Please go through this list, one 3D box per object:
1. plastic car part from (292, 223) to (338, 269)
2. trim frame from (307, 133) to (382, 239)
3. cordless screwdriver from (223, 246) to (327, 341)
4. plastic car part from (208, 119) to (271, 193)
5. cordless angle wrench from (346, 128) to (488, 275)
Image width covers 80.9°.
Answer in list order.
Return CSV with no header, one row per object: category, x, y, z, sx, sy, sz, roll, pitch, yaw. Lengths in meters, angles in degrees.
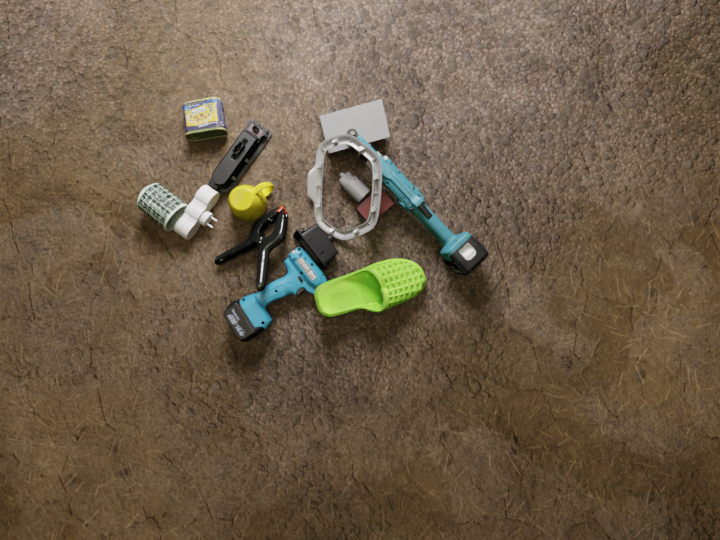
plastic car part,-0.100,-0.065,1.020,0.070,0.066,0.116,-42,92,-15
trim frame,-0.040,-0.189,0.982,0.192,0.027,0.243,14,114,25
cordless screwdriver,-0.189,0.078,1.007,0.248,0.074,0.160,-39,88,-4
plastic car part,-0.301,-0.277,1.035,0.066,0.068,0.203,35,92,-7
cordless angle wrench,0.115,-0.167,0.977,0.074,0.098,0.422,-43,91,-1
